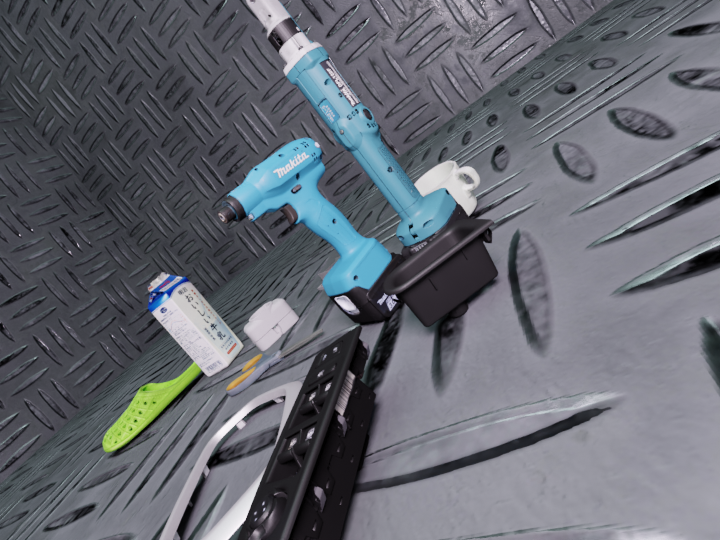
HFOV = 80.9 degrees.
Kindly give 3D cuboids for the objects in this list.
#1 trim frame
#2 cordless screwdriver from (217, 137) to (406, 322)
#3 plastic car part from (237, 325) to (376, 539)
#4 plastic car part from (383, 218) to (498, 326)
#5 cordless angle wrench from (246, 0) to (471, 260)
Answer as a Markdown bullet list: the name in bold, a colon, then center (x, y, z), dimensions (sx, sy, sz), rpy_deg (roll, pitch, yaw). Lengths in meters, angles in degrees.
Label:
- **trim frame**: center (-0.131, 0.201, 0.439), dimensions (0.185, 0.027, 0.252), rpy_deg (-38, 13, 5)
- **cordless screwdriver**: center (-0.053, -0.034, 0.539), dimensions (0.157, 0.245, 0.076), rpy_deg (-44, 10, -30)
- **plastic car part**: center (-0.030, 0.133, 0.316), dimensions (0.068, 0.066, 0.202), rpy_deg (-32, 14, 30)
- **plastic car part**: center (0.084, 0.009, 0.414), dimensions (0.116, 0.070, 0.067), rpy_deg (-40, 10, -7)
- **cordless angle wrench**: center (-0.007, -0.187, 0.550), dimensions (0.076, 0.417, 0.097), rpy_deg (-32, 10, 42)
